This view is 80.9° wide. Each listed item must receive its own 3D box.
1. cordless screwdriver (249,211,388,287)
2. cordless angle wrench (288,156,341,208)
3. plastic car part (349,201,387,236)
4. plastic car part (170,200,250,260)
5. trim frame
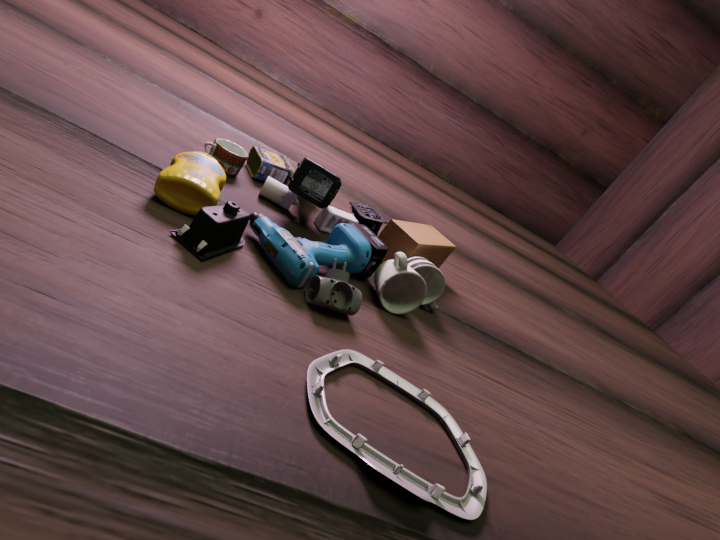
[{"bbox_3d":[-0.074,-0.048,0.756,0.237,0.074,0.167,-5,43,-51],"label":"cordless screwdriver"},{"bbox_3d":[-0.118,-0.234,1.032,0.095,0.074,0.433,29,12,-15],"label":"cordless angle wrench"},{"bbox_3d":[0.011,-0.120,0.997,0.065,0.067,0.208,19,10,-14],"label":"plastic car part"},{"bbox_3d":[-0.206,-0.069,0.624,0.067,0.071,0.114,39,26,9],"label":"plastic car part"},{"bbox_3d":[0.045,0.179,0.498,0.248,0.027,0.184,33,23,-2],"label":"trim frame"}]
